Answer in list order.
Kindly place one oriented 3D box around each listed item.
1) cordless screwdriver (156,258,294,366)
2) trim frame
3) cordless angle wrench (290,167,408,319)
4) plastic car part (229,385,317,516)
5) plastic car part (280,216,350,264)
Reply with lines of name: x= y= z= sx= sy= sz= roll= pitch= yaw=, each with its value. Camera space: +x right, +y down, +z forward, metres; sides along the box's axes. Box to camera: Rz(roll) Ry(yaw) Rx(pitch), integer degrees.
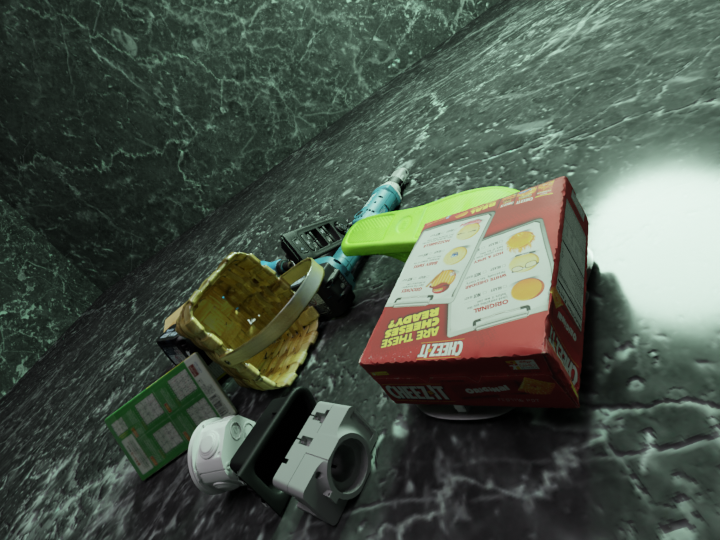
cordless screwdriver: x=-0.226 y=0.065 z=0.747 sx=0.165 sy=0.072 sz=0.247 roll=-18 pitch=25 yaw=38
trim frame: x=0.134 y=0.045 z=0.438 sx=0.246 sy=0.026 sz=0.192 roll=-48 pitch=27 yaw=-25
cordless angle wrench: x=0.011 y=-0.084 z=0.789 sx=0.101 sy=0.072 sz=0.422 roll=-21 pitch=27 yaw=42
plastic car part: x=-0.098 y=0.187 z=0.462 sx=0.073 sy=0.064 sz=0.116 roll=-21 pitch=26 yaw=37
plastic car part: x=-0.080 y=-0.052 z=0.816 sx=0.198 sy=0.068 sz=0.067 roll=-33 pitch=-18 yaw=-50
